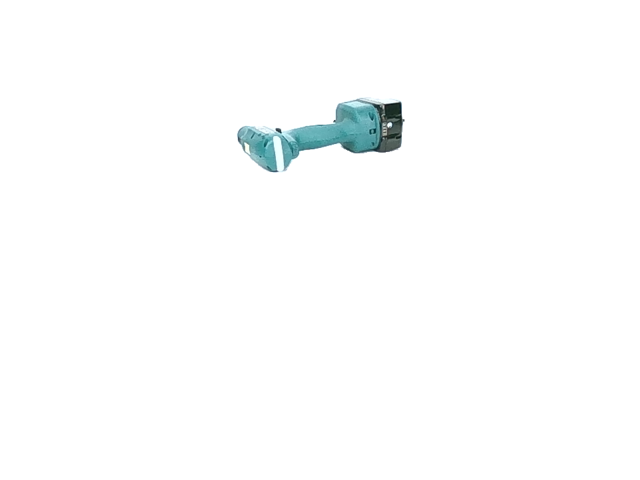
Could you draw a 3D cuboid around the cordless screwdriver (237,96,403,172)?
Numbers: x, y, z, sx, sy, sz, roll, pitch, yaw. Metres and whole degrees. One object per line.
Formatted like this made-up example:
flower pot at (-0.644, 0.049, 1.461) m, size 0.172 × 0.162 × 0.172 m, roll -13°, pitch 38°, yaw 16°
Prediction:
cordless screwdriver at (-0.003, -0.172, 0.671) m, size 0.248 × 0.074 × 0.160 m, roll -17°, pitch 30°, yaw -21°
